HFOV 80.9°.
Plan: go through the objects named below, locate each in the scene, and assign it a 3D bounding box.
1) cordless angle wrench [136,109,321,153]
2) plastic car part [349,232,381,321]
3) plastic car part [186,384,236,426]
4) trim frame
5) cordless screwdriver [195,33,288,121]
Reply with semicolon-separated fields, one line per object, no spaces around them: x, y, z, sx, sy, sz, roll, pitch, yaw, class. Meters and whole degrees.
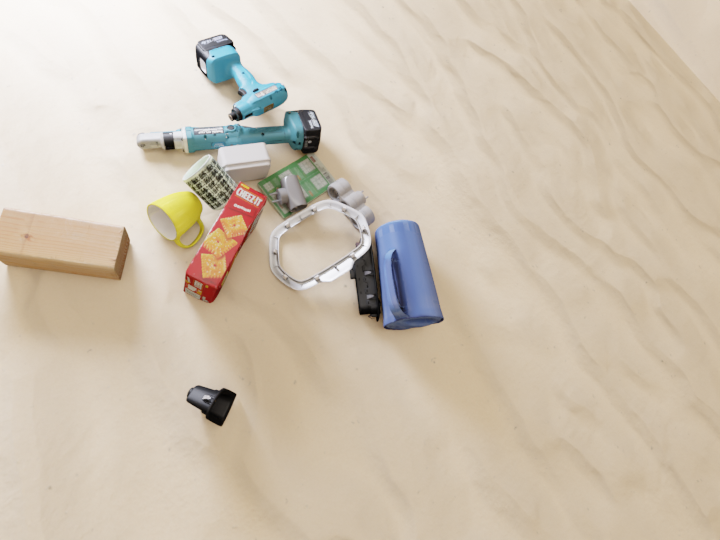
-0.306;-0.319;1.004;0.413;0.073;0.102;-9;57;-16;cordless angle wrench
0.010;0.018;0.980;0.066;0.066;0.207;-7;73;-11;plastic car part
-0.285;0.241;0.786;0.073;0.113;0.066;17;65;11;plastic car part
-0.094;-0.062;0.966;0.246;0.027;0.189;-31;75;-11;trim frame
-0.312;-0.460;1.023;0.157;0.073;0.256;-38;72;-27;cordless screwdriver
